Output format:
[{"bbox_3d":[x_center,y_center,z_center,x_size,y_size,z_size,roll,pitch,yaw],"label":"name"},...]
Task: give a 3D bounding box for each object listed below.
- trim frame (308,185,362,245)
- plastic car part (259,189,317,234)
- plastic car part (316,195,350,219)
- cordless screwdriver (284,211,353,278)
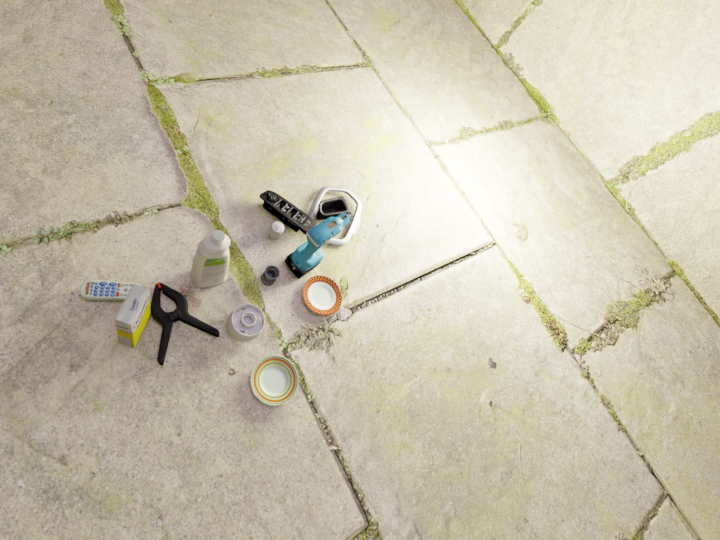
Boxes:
[{"bbox_3d":[-0.083,-0.193,1.457,0.181,0.028,0.251,26,55,-8],"label":"trim frame"},{"bbox_3d":[-0.238,-0.184,1.361,0.203,0.067,0.066,39,54,0],"label":"plastic car part"},{"bbox_3d":[-0.105,-0.200,1.425,0.113,0.071,0.068,-16,72,-31],"label":"plastic car part"},{"bbox_3d":[-0.121,-0.079,1.240,0.156,0.251,0.075,-37,86,-35],"label":"cordless screwdriver"}]
